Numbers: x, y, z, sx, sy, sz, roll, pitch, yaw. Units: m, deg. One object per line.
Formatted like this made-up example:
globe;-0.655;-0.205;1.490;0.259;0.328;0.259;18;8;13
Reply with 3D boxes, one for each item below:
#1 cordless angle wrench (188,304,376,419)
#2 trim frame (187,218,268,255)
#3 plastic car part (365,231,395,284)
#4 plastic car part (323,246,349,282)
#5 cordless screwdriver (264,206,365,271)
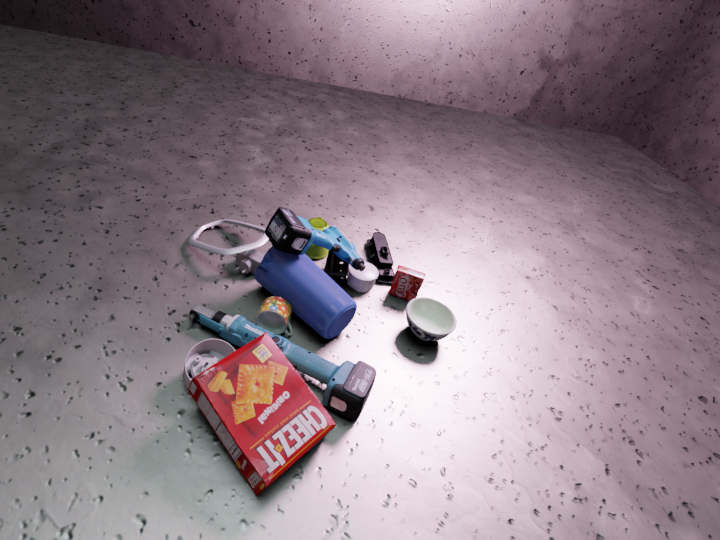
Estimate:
cordless angle wrench;-0.179;0.165;0.883;0.437;0.073;0.097;22;37;17
trim frame;-0.356;-0.093;1.150;0.261;0.027;0.181;13;37;33
plastic car part;0.058;-0.047;1.228;0.065;0.065;0.211;-1;36;-9
plastic car part;-0.057;-0.012;1.139;0.067;0.068;0.119;1;47;9
cordless screwdriver;-0.100;-0.065;1.024;0.235;0.074;0.168;11;29;-48
